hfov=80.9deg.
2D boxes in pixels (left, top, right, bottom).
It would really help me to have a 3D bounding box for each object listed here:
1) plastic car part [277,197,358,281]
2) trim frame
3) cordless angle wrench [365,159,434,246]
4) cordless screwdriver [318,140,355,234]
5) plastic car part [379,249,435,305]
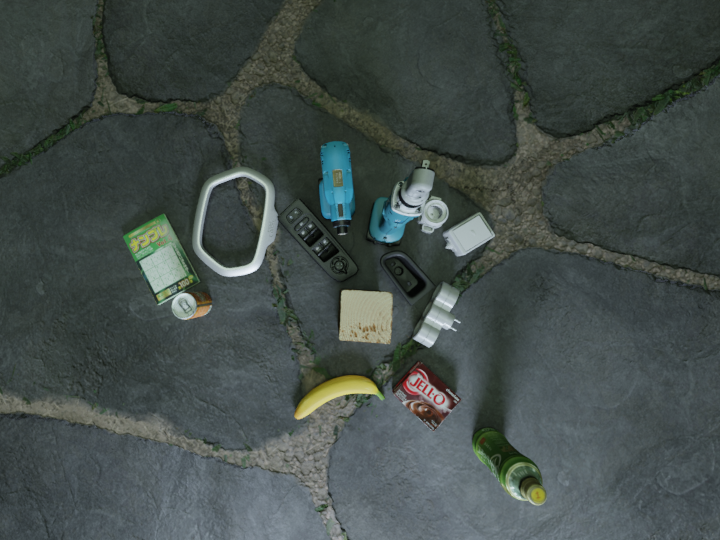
[{"bbox_3d":[-0.089,-0.058,0.912,0.066,0.066,0.205,-42,85,-3],"label":"plastic car part"},{"bbox_3d":[-0.278,-0.110,0.943,0.185,0.027,0.249,9,85,3],"label":"trim frame"},{"bbox_3d":[0.066,-0.106,0.733,0.074,0.422,0.098,12,88,-3],"label":"cordless angle wrench"},{"bbox_3d":[-0.044,-0.138,0.827,0.074,0.248,0.160,-5,87,-3],"label":"cordless screwdriver"},{"bbox_3d":[0.090,0.007,0.897,0.066,0.070,0.118,-39,86,-3],"label":"plastic car part"}]
